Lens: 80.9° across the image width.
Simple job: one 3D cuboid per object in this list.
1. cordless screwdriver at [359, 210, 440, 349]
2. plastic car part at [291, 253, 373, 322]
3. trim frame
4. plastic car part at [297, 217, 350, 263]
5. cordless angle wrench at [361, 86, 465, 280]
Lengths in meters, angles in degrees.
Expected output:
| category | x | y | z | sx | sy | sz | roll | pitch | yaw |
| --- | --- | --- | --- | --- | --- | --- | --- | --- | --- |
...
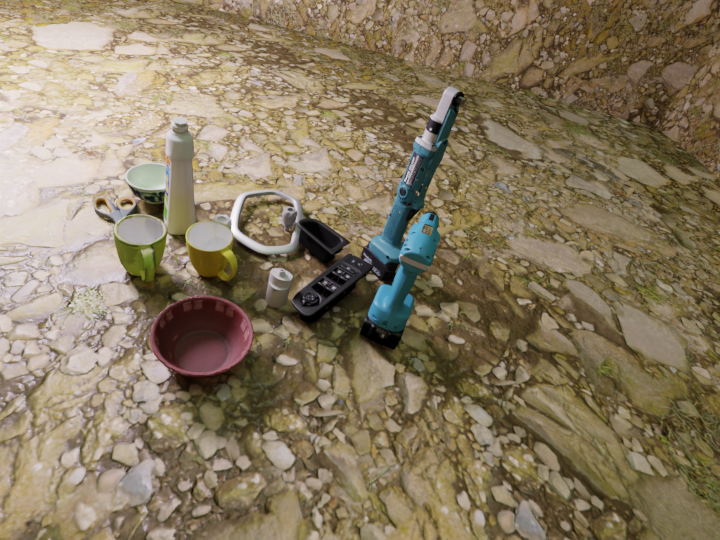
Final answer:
| category | x | y | z | sx | sy | sz | roll | pitch | yaw |
| --- | --- | --- | --- | --- | --- | --- | --- | --- | --- |
| cordless screwdriver | 0.080 | 0.015 | 0.773 | 0.075 | 0.245 | 0.159 | 24 | 39 | 5 |
| plastic car part | -0.061 | 0.039 | 0.842 | 0.069 | 0.066 | 0.198 | 34 | 43 | 20 |
| trim frame | -0.216 | -0.121 | 1.011 | 0.181 | 0.027 | 0.257 | 7 | 40 | -10 |
| plastic car part | -0.092 | -0.060 | 0.946 | 0.121 | 0.070 | 0.064 | 35 | 42 | 22 |
| cordless angle wrench | 0.105 | -0.160 | 0.853 | 0.072 | 0.416 | 0.103 | -16 | 51 | -36 |
